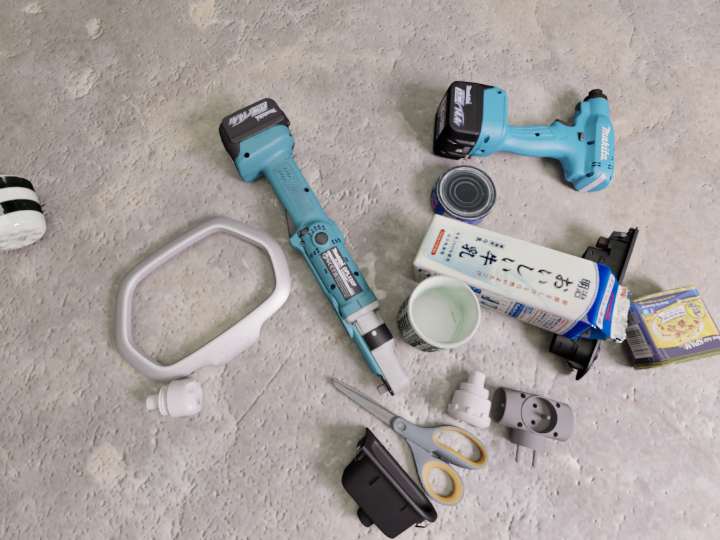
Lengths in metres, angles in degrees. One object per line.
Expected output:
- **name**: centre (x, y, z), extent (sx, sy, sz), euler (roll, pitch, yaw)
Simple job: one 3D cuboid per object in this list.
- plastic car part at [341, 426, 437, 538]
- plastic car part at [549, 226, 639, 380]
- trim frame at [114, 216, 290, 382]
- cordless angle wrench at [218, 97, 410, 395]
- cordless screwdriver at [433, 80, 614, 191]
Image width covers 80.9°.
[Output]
- **plastic car part**: centre (0.023, 0.253, 0.479), extent (0.071, 0.064, 0.119), euler (-41, 80, 4)
- **plastic car part**: centre (0.290, 0.036, 0.536), extent (0.069, 0.064, 0.204), euler (19, 74, 14)
- **trim frame**: centre (-0.212, 0.034, 0.565), extent (0.246, 0.027, 0.189), euler (-36, 75, -11)
- **cordless angle wrench**: centre (-0.055, -0.036, 0.563), extent (0.097, 0.073, 0.433), euler (-29, 77, -9)
- **cordless screwdriver**: centre (0.239, -0.215, 0.611), extent (0.249, 0.073, 0.161), euler (13, 73, 1)
